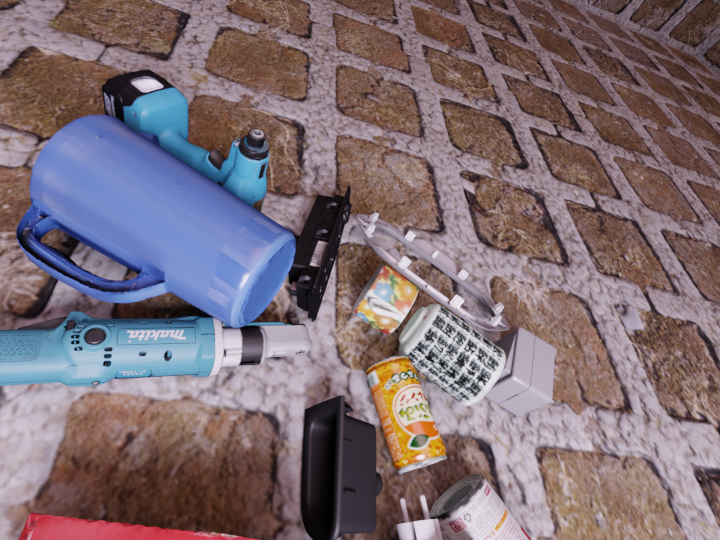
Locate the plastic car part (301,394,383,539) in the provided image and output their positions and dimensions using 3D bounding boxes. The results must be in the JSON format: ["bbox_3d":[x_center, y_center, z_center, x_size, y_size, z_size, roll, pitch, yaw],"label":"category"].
[{"bbox_3d":[-0.012,0.188,0.396,0.068,0.067,0.120,19,51,-30],"label":"plastic car part"}]

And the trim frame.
[{"bbox_3d":[0.097,-0.004,0.569,0.253,0.027,0.181,35,19,7],"label":"trim frame"}]

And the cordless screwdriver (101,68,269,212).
[{"bbox_3d":[-0.209,-0.161,0.518,0.255,0.158,0.073,42,48,13],"label":"cordless screwdriver"}]

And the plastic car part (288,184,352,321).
[{"bbox_3d":[-0.054,-0.035,0.554,0.069,0.064,0.205,8,48,14],"label":"plastic car part"}]

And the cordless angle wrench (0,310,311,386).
[{"bbox_3d":[-0.241,0.071,0.382,0.407,0.074,0.102,3,50,-25],"label":"cordless angle wrench"}]
